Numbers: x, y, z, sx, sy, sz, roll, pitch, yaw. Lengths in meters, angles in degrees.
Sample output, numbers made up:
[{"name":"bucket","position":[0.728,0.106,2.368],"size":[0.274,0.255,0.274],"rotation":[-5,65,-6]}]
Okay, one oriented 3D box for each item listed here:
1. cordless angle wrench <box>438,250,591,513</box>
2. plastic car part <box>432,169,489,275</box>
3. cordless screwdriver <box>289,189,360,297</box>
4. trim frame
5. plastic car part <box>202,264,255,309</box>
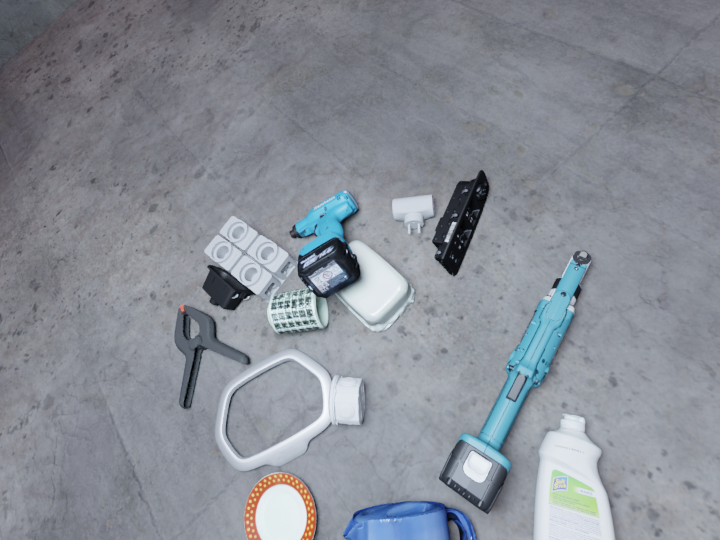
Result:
[{"name":"cordless angle wrench","position":[0.255,0.146,0.645],"size":[0.078,0.093,0.422],"rotation":[26,74,26]},{"name":"plastic car part","position":[0.185,-0.094,0.794],"size":[0.071,0.063,0.203],"rotation":[15,72,51]},{"name":"cordless screwdriver","position":[-0.080,-0.052,0.815],"size":[0.162,0.071,0.256],"rotation":[-28,32,18]},{"name":"trim frame","position":[-0.162,0.256,0.780],"size":[0.249,0.026,0.193],"rotation":[-31,59,3]},{"name":"plastic car part","position":[-0.297,0.045,0.911],"size":[0.123,0.062,0.071],"rotation":[29,93,31]}]
